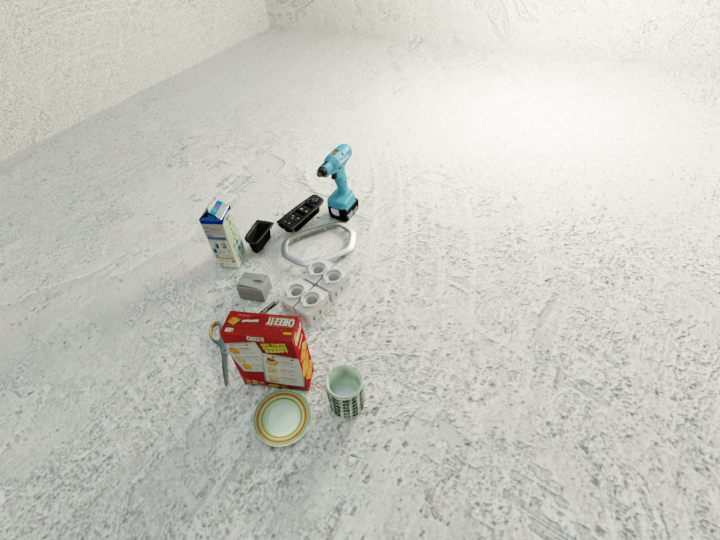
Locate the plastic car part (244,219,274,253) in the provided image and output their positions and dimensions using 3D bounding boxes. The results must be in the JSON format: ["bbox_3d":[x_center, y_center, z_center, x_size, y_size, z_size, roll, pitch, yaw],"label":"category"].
[{"bbox_3d":[-0.326,-0.101,1.361,0.068,0.068,0.117,9,47,17],"label":"plastic car part"}]

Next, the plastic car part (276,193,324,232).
[{"bbox_3d":[-0.193,-0.186,1.424,0.069,0.064,0.201,21,52,26],"label":"plastic car part"}]

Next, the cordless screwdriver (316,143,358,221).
[{"bbox_3d":[-0.077,-0.265,1.359,0.078,0.239,0.158,21,51,25],"label":"cordless screwdriver"}]

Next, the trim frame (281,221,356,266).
[{"bbox_3d":[-0.131,-0.086,1.340,0.245,0.026,0.194,-22,46,-12],"label":"trim frame"}]
